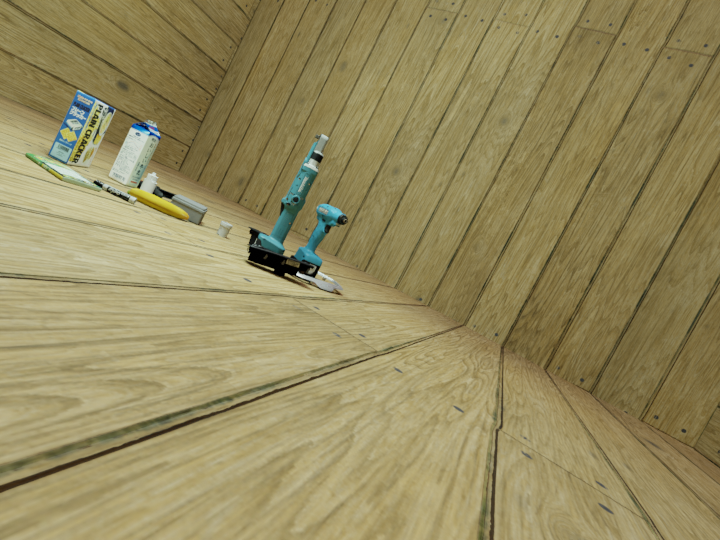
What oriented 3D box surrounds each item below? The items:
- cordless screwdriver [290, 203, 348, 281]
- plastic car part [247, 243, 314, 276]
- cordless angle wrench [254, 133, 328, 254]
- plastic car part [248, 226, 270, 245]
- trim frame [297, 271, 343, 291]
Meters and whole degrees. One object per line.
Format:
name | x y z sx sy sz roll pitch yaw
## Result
cordless screwdriver | -0.131 -0.085 1.336 0.070 0.248 0.168 25 4 -35
plastic car part | -0.235 -0.025 1.189 0.193 0.067 0.069 25 4 -29
cordless angle wrench | -0.199 -0.212 1.271 0.096 0.422 0.076 26 3 -13
plastic car part | -0.331 -0.093 1.418 0.123 0.071 0.062 29 4 33
trim frame | -0.163 0.018 1.389 0.234 0.027 0.195 23 5 -45
